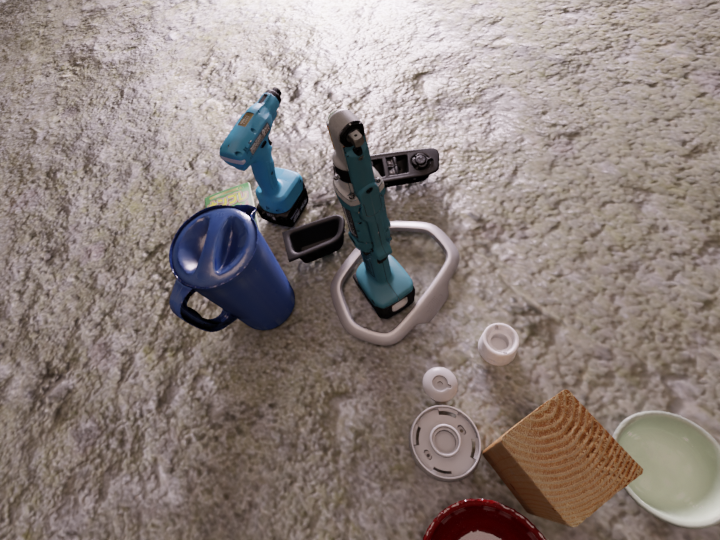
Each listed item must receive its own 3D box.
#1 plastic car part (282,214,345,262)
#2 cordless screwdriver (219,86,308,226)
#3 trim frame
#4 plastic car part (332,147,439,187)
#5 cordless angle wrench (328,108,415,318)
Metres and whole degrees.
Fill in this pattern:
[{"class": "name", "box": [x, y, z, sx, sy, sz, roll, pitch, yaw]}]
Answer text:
[{"class": "plastic car part", "box": [-0.076, -0.050, 0.781, 0.117, 0.068, 0.068, -18, 61, 3]}, {"class": "cordless screwdriver", "box": [-0.160, -0.200, 0.783, 0.077, 0.238, 0.160, 18, 68, 18]}, {"class": "trim frame", "box": [0.058, 0.014, 0.737, 0.193, 0.026, 0.247, 33, 75, 27]}, {"class": "plastic car part", "box": [0.053, -0.189, 0.824, 0.206, 0.064, 0.068, -10, 61, 9]}, {"class": "cordless angle wrench", "box": [0.013, -0.052, 0.564, 0.074, 0.405, 0.102, -32, 63, -7]}]
